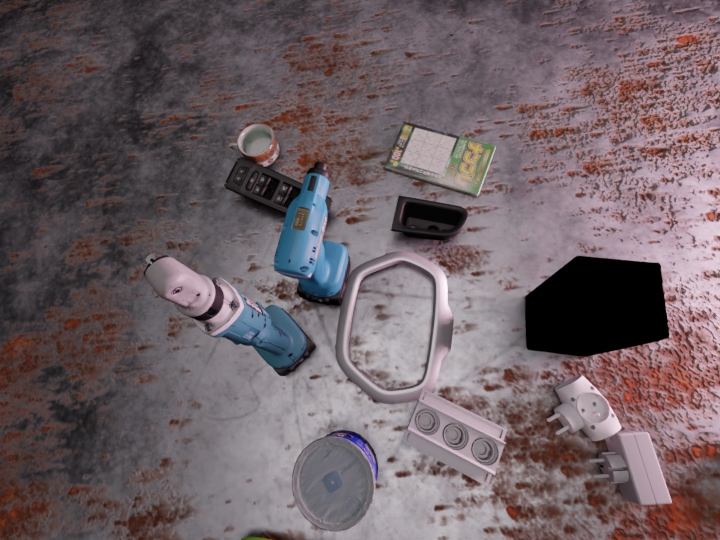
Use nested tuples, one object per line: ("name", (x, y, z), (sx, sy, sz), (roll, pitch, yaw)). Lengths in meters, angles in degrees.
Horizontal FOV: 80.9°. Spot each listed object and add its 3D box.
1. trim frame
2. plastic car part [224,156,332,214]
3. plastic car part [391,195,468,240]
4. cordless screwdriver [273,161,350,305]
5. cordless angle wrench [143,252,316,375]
("trim frame", (0.056, 0.087, 0.689), (0.188, 0.026, 0.252), (6, 72, 11))
("plastic car part", (-0.148, -0.137, 0.783), (0.209, 0.065, 0.066), (24, 76, 16))
("plastic car part", (0.116, -0.077, 0.716), (0.119, 0.069, 0.066), (11, 73, 12))
("cordless screwdriver", (-0.063, -0.041, 0.640), (0.076, 0.241, 0.161), (10, 74, 8))
("cordless angle wrench", (-0.141, 0.064, 0.525), (0.074, 0.410, 0.101), (-42, 74, -9))
